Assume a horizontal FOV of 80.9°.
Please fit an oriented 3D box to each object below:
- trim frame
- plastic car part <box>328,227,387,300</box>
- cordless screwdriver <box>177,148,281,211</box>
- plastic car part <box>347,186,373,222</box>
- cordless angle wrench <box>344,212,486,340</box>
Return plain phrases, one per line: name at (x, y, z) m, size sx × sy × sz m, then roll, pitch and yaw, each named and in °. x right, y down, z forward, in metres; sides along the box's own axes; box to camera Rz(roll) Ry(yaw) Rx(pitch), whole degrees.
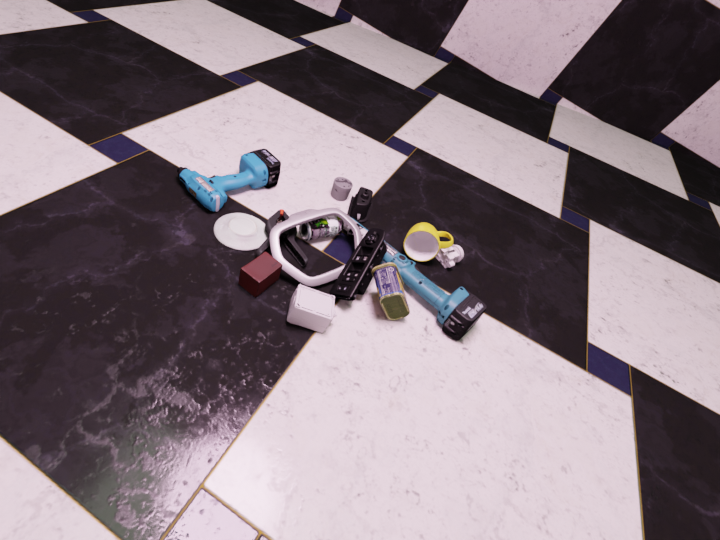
trim frame at (-0.096, -0.063, 0.978) m, size 0.241 × 0.028 × 0.187 m, roll -24°, pitch 78°, yaw -32°
plastic car part at (0.010, -0.010, 0.953) m, size 0.064 × 0.069 × 0.204 m, roll 43°, pitch 61°, yaw -32°
cordless screwdriver at (-0.339, -0.252, 1.105) m, size 0.165 × 0.073 × 0.243 m, roll 39°, pitch 49°, yaw 20°
plastic car part at (0.005, -0.189, 1.168) m, size 0.066 × 0.070 × 0.118 m, roll 19°, pitch 39°, yaw -2°
cordless angle wrench at (0.094, -0.012, 1.017) m, size 0.442 × 0.073 × 0.095 m, roll 40°, pitch 45°, yaw 24°
